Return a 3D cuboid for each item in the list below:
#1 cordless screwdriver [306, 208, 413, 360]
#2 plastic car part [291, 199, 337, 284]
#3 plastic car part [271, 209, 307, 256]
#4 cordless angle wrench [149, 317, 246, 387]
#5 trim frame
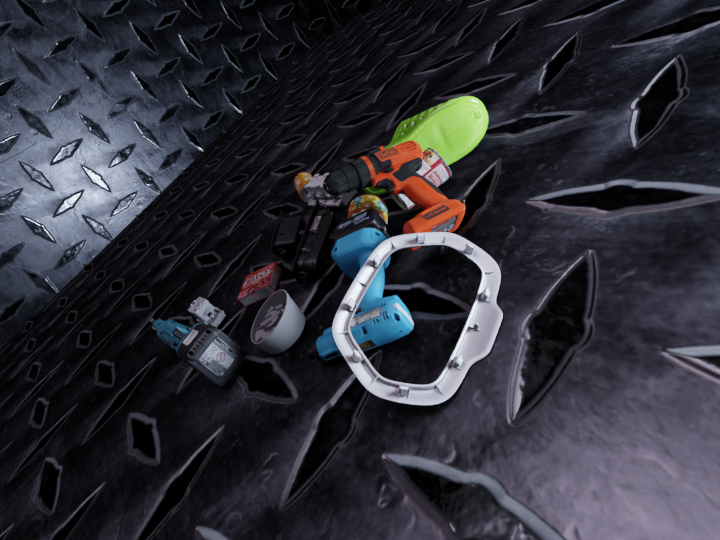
[{"bbox_3d":[-0.011,0.022,0.663,0.162,0.070,0.257,-27,38,21],"label":"cordless screwdriver"},{"bbox_3d":[-0.083,-0.054,0.847,0.069,0.063,0.205,5,48,17],"label":"plastic car part"},{"bbox_3d":[-0.152,-0.082,0.954,0.073,0.063,0.119,-12,42,16],"label":"plastic car part"},{"bbox_3d":[-0.372,0.143,0.885,0.443,0.094,0.074,2,49,52],"label":"cordless angle wrench"},{"bbox_3d":[0.074,0.043,0.526,0.192,0.026,0.248,21,60,22],"label":"trim frame"}]
